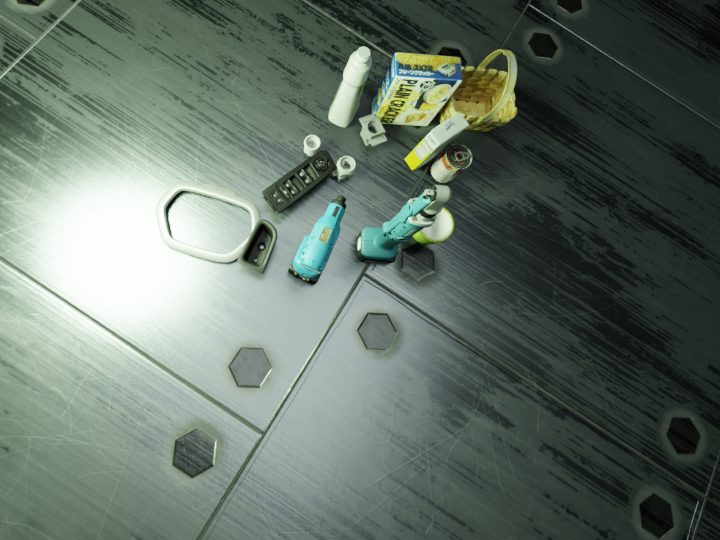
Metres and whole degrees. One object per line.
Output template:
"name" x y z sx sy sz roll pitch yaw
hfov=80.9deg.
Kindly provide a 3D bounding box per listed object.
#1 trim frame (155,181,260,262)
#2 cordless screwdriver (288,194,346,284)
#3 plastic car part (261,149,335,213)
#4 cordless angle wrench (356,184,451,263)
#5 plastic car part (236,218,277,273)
"trim frame" -0.359 -0.119 1.002 0.246 0.027 0.186 15 76 -4
"cordless screwdriver" -0.089 -0.058 0.912 0.074 0.250 0.160 26 76 -8
"plastic car part" -0.146 -0.215 1.034 0.201 0.067 0.067 -42 89 -15
"cordless angle wrench" 0.083 -0.088 0.852 0.096 0.425 0.075 5 80 -12
"plastic car part" -0.233 -0.054 0.982 0.065 0.071 0.117 23 75 -6
